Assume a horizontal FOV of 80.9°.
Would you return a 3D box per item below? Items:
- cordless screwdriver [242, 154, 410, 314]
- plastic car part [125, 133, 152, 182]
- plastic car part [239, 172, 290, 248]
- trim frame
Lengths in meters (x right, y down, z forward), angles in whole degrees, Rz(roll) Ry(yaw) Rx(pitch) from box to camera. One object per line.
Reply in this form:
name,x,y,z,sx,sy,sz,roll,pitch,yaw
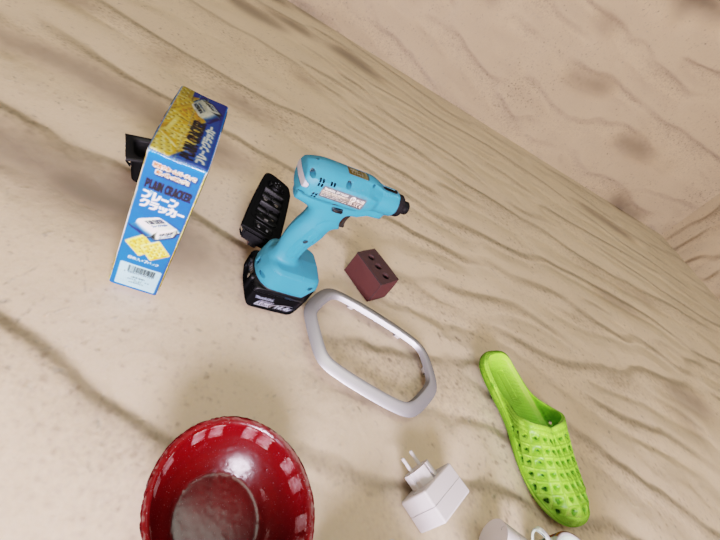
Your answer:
cordless screwdriver,-0.057,-0.037,0.585,0.152,0.250,0.077,16,42,-29
plastic car part,-0.316,-0.162,0.671,0.111,0.071,0.069,7,46,-35
plastic car part,-0.163,-0.098,0.725,0.064,0.067,0.208,25,37,-17
trim frame,0.017,0.121,0.655,0.245,0.027,0.186,29,36,-8
